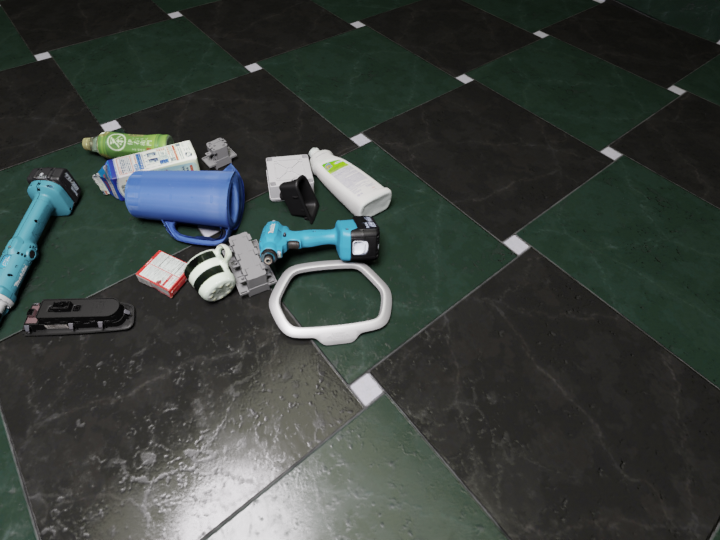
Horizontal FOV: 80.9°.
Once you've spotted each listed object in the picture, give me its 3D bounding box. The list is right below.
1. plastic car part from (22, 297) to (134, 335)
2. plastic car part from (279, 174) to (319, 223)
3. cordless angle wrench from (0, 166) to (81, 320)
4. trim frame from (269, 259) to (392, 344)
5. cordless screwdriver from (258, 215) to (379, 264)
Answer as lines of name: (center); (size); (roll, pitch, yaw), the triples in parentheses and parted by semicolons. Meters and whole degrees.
plastic car part: (-0.534, 0.079, 0.800); (0.201, 0.065, 0.069); (1, 46, -5)
plastic car part: (-0.150, -0.170, 0.978); (0.073, 0.111, 0.067); (-2, 49, 23)
cordless angle wrench: (-0.693, -0.033, 0.862); (0.074, 0.095, 0.435); (-1, 56, -2)
trim frame: (-0.059, 0.058, 0.848); (0.244, 0.027, 0.191); (-5, 55, -11)
cordless screwdriver: (-0.086, -0.056, 0.878); (0.248, 0.072, 0.164); (-1, 26, -2)
